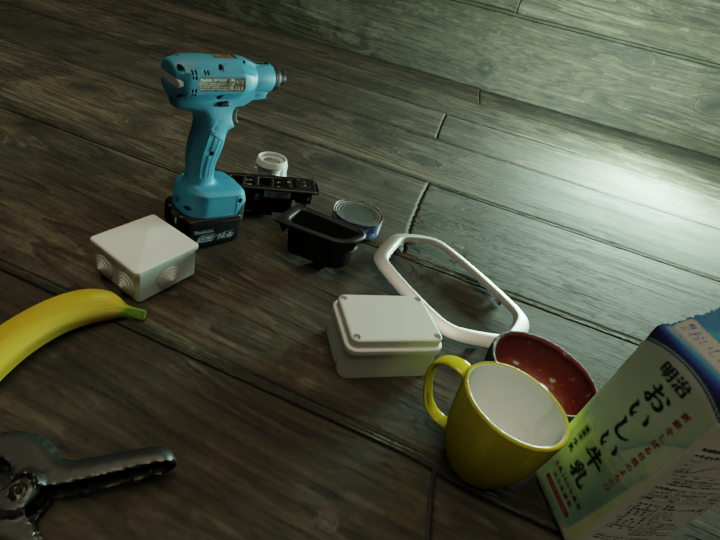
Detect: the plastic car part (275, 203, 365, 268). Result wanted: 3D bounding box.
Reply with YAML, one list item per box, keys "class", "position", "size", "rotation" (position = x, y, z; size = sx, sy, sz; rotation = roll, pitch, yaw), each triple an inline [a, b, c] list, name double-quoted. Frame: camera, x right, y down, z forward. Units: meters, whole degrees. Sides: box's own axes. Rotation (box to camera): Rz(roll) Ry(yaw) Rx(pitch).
- class: "plastic car part"
  position: [-0.058, -0.038, 0.597]
  size: [0.120, 0.070, 0.065]
  rotation: [25, 35, 14]

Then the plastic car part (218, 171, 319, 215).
- class: "plastic car part"
  position: [-0.173, -0.126, 0.682]
  size: [0.199, 0.066, 0.069]
  rotation: [7, 36, -11]

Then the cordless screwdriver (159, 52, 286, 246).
- class: "cordless screwdriver"
  position: [-0.183, -0.158, 0.567]
  size: [0.154, 0.245, 0.078]
  rotation: [-20, 49, -42]

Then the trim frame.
- class: "trim frame"
  position: [0.127, 0.021, 0.616]
  size: [0.177, 0.027, 0.262]
  rotation: [-13, 43, -33]
